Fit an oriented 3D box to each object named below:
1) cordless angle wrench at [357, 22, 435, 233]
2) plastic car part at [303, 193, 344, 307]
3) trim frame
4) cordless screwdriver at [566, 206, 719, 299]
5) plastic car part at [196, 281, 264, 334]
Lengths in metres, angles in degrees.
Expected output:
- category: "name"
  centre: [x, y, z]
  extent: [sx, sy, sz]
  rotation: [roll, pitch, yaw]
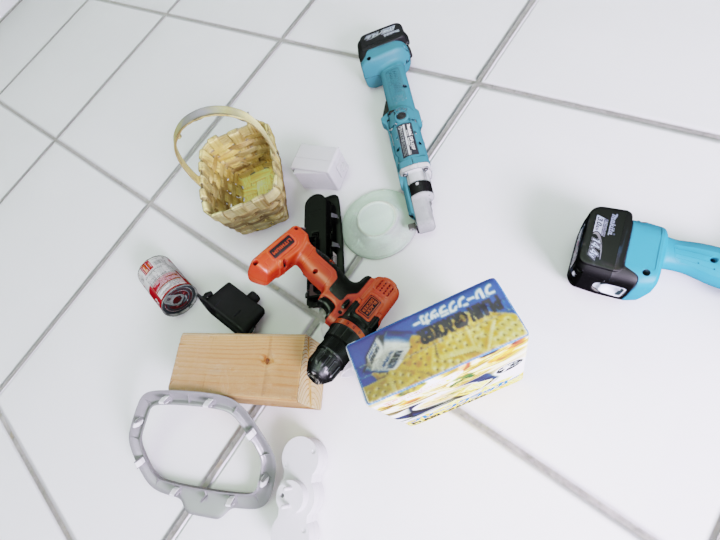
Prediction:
- category: "cordless angle wrench"
  centre: [0.073, -0.253, 0.736]
  extent: [0.100, 0.071, 0.436]
  rotation: [-15, 63, 13]
- category: "plastic car part"
  centre: [-0.068, -0.045, 0.697]
  extent: [0.068, 0.063, 0.208]
  rotation: [-15, 58, 25]
- category: "trim frame"
  centre: [-0.231, 0.257, 0.594]
  extent: [0.256, 0.027, 0.182]
  rotation: [-3, 99, 19]
- category: "cordless screwdriver"
  centre: [0.383, 0.018, 0.483]
  extent: [0.258, 0.071, 0.160]
  rotation: [12, 71, 22]
- category: "plastic car part"
  centre: [-0.202, 0.062, 0.702]
  extent: [0.122, 0.063, 0.070]
  rotation: [26, 63, 27]
